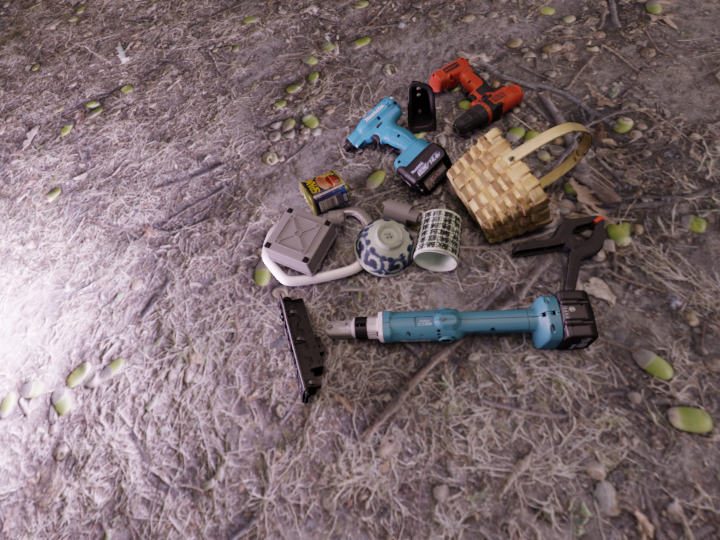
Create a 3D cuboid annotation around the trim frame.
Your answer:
[{"bbox_3d":[-0.086,-0.056,0.883,0.251,0.026,0.190,-14,59,7],"label":"trim frame"}]

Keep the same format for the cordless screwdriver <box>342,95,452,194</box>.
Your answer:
[{"bbox_3d":[0.073,-0.264,0.934,0.160,0.070,0.261,-41,58,11],"label":"cordless screwdriver"}]

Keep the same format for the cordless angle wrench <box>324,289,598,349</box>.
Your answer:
[{"bbox_3d":[0.144,0.092,0.710,0.432,0.093,0.076,-4,64,14],"label":"cordless angle wrench"}]

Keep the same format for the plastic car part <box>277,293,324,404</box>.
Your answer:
[{"bbox_3d":[-0.106,0.126,0.762,0.066,0.064,0.212,-19,58,-11],"label":"plastic car part"}]

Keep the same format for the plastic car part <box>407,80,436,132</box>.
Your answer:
[{"bbox_3d":[0.139,-0.389,0.982,0.067,0.112,0.073,-5,36,7],"label":"plastic car part"}]
